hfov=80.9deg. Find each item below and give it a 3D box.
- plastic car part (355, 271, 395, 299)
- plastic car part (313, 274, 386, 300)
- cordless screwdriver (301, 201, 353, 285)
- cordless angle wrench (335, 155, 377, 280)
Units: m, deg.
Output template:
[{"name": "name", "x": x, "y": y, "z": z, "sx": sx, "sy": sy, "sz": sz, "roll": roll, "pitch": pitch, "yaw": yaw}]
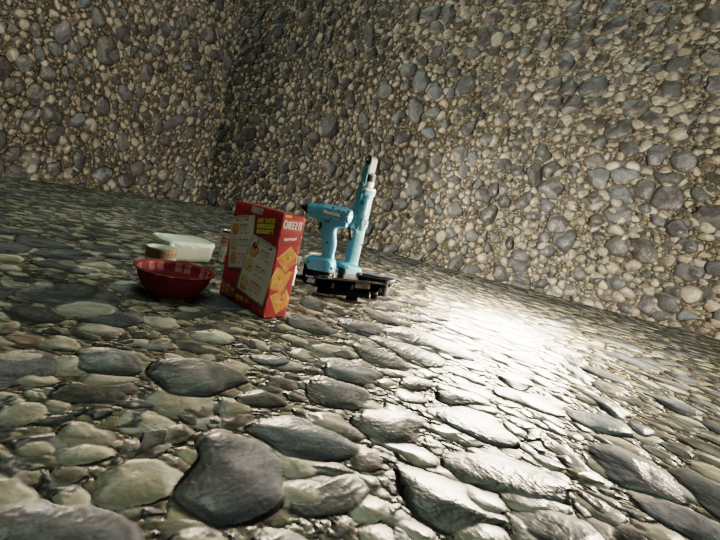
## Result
[{"name": "plastic car part", "x": 0.039, "y": 0.049, "z": 1.262, "sx": 0.118, "sy": 0.070, "sz": 0.065, "roll": 14, "pitch": 7, "yaw": 8}, {"name": "plastic car part", "x": -0.038, "y": 0.047, "z": 1.169, "sx": 0.198, "sy": 0.067, "sz": 0.068, "roll": 11, "pitch": 7, "yaw": -13}, {"name": "cordless screwdriver", "x": -0.126, "y": -0.082, "z": 1.285, "sx": 0.164, "sy": 0.247, "sz": 0.072, "roll": 15, "pitch": 6, "yaw": 17}, {"name": "cordless angle wrench", "x": -0.006, "y": -0.155, "z": 1.351, "sx": 0.093, "sy": 0.421, "sz": 0.078, "roll": 9, "pitch": 7, "yaw": -36}]
